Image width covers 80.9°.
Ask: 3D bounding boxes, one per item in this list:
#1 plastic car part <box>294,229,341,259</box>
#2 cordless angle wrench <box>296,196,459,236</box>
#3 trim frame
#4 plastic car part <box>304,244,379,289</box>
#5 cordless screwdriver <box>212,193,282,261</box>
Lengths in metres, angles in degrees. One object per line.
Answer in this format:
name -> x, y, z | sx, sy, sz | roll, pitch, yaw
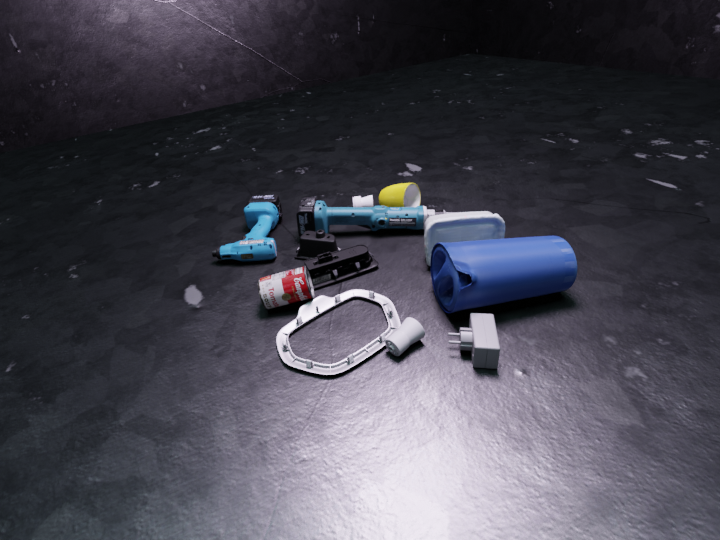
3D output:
plastic car part -> -0.100, -0.065, 1.019 | 0.121, 0.068, 0.066 | 6, 36, 24
cordless angle wrench -> 0.052, -0.133, 1.075 | 0.428, 0.095, 0.076 | 1, 37, 7
trim frame -> -0.041, 0.105, 0.796 | 0.243, 0.026, 0.195 | -30, 39, -26
plastic car part -> -0.060, -0.013, 0.946 | 0.199, 0.065, 0.069 | -14, 27, -14
cordless screwdriver -> -0.292, -0.110, 1.124 | 0.160, 0.071, 0.256 | -6, 38, 3
